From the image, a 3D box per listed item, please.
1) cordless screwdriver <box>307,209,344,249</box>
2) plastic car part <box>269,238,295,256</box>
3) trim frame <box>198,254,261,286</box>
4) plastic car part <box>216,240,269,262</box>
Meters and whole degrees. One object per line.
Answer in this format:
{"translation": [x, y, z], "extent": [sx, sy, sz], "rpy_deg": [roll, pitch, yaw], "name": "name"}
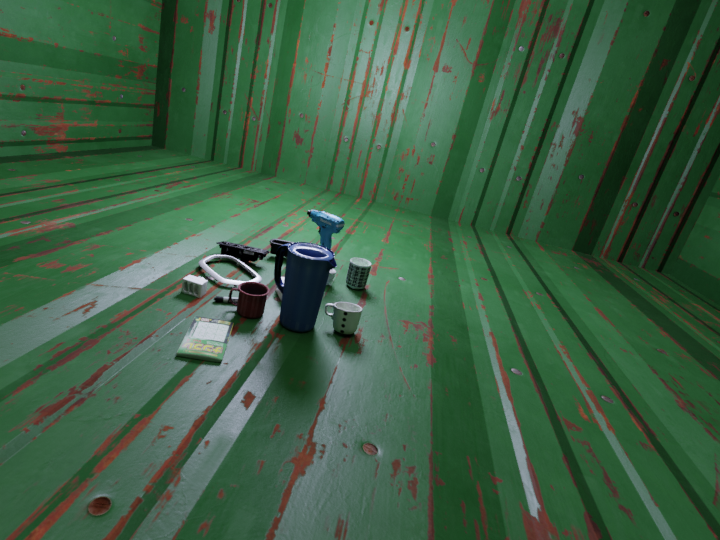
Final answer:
{"translation": [-0.157, -0.103, 1.605], "extent": [0.167, 0.245, 0.071], "rpy_deg": [25, 21, 30], "name": "cordless screwdriver"}
{"translation": [-0.317, -0.084, 1.719], "extent": [0.114, 0.070, 0.068], "rpy_deg": [8, 20, -12], "name": "plastic car part"}
{"translation": [-0.456, -0.001, 1.483], "extent": [0.263, 0.027, 0.176], "rpy_deg": [28, 26, 36], "name": "trim frame"}
{"translation": [-0.453, -0.070, 1.613], "extent": [0.207, 0.066, 0.066], "rpy_deg": [16, 20, 11], "name": "plastic car part"}
